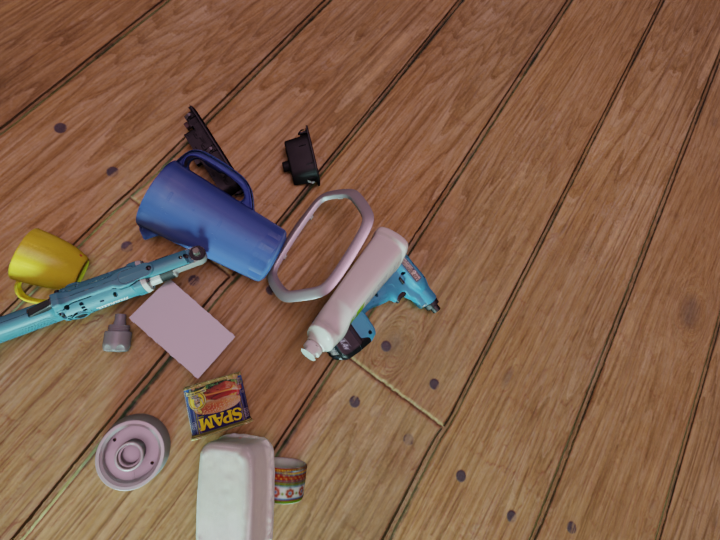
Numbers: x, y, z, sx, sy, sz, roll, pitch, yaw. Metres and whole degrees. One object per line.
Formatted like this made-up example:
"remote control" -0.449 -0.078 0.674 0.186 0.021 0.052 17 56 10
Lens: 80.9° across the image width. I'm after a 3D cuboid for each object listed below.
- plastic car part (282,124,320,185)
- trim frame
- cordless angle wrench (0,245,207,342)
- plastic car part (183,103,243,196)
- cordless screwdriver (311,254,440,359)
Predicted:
"plastic car part" -0.127 -0.227 0.871 0.071 0.065 0.118 -10 81 -3
"trim frame" -0.076 -0.050 0.777 0.195 0.026 0.248 21 75 39
"cordless angle wrench" -0.447 0.047 0.663 0.417 0.097 0.076 -22 76 -13
"plastic car part" -0.288 -0.220 0.823 0.066 0.066 0.204 -37 86 -11
"cordless screwdriver" 0.037 0.078 0.815 0.245 0.075 0.160 -40 88 -25
